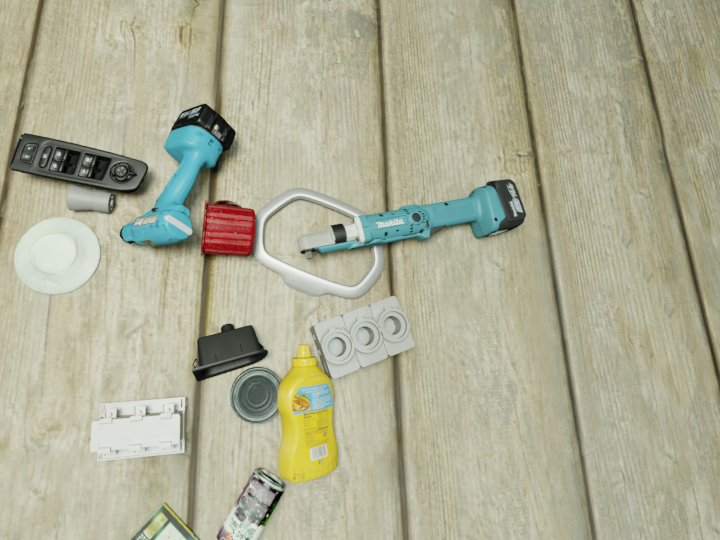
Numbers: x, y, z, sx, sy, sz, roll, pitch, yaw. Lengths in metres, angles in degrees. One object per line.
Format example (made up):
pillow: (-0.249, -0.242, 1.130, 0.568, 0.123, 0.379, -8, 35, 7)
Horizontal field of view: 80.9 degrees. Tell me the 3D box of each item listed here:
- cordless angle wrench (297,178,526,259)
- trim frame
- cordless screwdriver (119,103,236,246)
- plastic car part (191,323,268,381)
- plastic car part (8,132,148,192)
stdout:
cordless angle wrench: (0.091, -0.085, 0.759, 0.414, 0.075, 0.099, -12, 80, -16)
trim frame: (-0.074, -0.049, 0.760, 0.246, 0.027, 0.185, 21, 72, -6)
cordless screwdriver: (-0.312, -0.153, 0.707, 0.166, 0.070, 0.252, -5, 61, 34)
plastic car part: (-0.214, 0.123, 0.678, 0.114, 0.065, 0.073, -17, 67, -18)
plastic car part: (-0.456, -0.166, 0.702, 0.202, 0.066, 0.067, 10, 68, -4)
